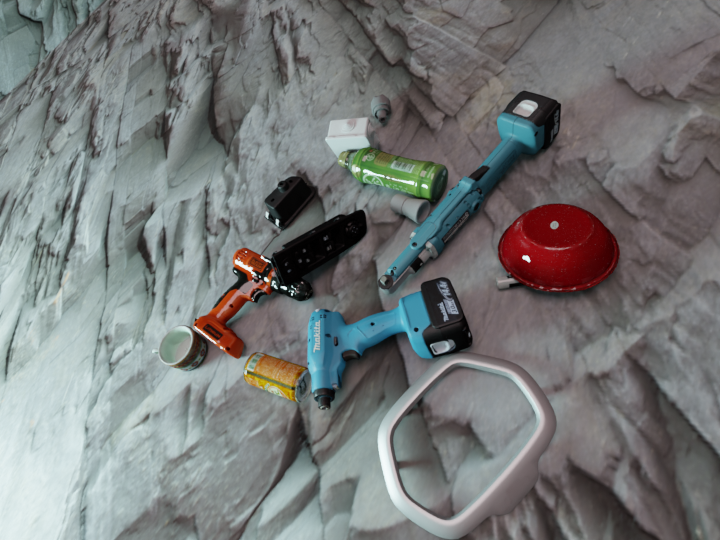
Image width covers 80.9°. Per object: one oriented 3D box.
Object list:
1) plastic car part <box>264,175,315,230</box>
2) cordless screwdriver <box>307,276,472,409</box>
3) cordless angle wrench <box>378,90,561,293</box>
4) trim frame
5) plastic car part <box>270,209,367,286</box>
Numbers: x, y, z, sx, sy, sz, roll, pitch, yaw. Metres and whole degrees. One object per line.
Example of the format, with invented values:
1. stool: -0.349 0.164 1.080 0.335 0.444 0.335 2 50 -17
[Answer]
1. plastic car part: -0.155 -0.154 0.881 0.069 0.067 0.116 35 81 32
2. cordless screwdriver: 0.035 0.110 0.632 0.254 0.070 0.164 -17 47 16
3. cordless angle wrench: 0.177 -0.122 0.721 0.422 0.093 0.078 -48 56 -5
4. trim frame: 0.135 0.221 0.562 0.247 0.026 0.195 -44 54 -9
5. plastic car part: -0.075 -0.049 0.771 0.200 0.064 0.070 -30 25 -18
